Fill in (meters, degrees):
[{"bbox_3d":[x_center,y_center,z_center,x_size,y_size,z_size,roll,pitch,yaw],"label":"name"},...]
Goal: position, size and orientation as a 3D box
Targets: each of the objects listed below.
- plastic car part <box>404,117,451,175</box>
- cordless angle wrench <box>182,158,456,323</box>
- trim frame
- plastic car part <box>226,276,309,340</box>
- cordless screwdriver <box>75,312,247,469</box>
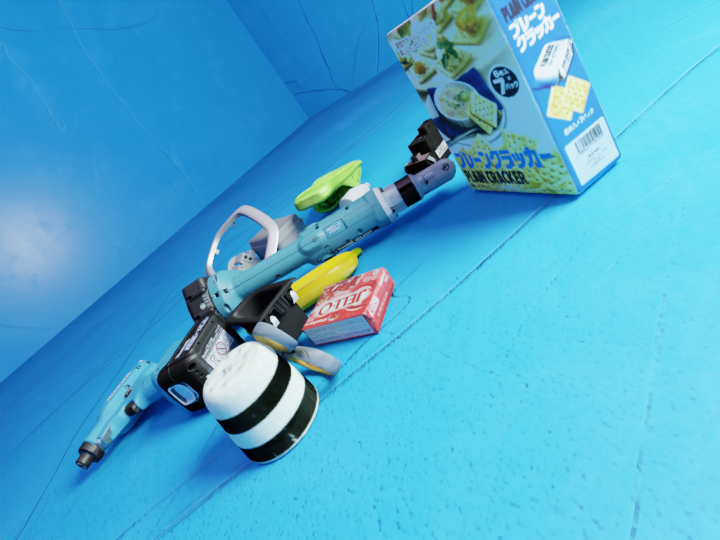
[{"bbox_3d":[0.132,-0.234,0.729,0.068,0.065,0.201,-20,25,54],"label":"plastic car part"},{"bbox_3d":[-0.059,-0.038,0.601,0.427,0.076,0.095,-29,-10,12],"label":"cordless angle wrench"},{"bbox_3d":[-0.221,-0.024,0.772,0.263,0.026,0.184,29,93,47],"label":"trim frame"},{"bbox_3d":[-0.102,0.059,0.497,0.120,0.069,0.066,-20,28,55],"label":"plastic car part"},{"bbox_3d":[-0.263,0.161,0.548,0.255,0.072,0.161,-28,25,30],"label":"cordless screwdriver"}]
